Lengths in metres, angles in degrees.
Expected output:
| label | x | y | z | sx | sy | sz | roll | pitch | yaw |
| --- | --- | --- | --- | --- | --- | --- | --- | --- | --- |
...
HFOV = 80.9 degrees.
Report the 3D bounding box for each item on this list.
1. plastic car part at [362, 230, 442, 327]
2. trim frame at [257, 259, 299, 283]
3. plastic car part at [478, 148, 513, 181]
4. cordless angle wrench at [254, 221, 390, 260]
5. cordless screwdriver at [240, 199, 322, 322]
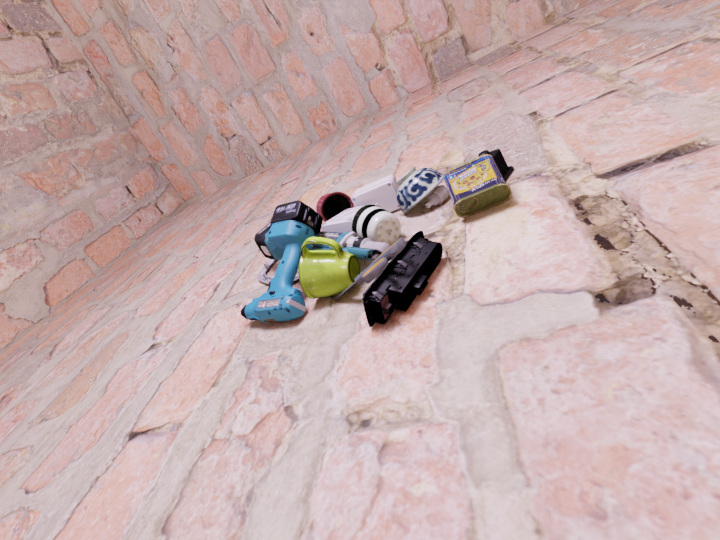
| label | x | y | z | sx | sy | sz | roll | pitch | yaw |
| --- | --- | --- | --- | --- | --- | --- | --- | --- | --- |
| plastic car part | 0.077 | 0.005 | 0.675 | 0.070 | 0.064 | 0.201 | 1 | 38 | 35 |
| trim frame | -0.162 | -0.026 | 1.044 | 0.182 | 0.027 | 0.260 | -40 | 24 | -24 |
| plastic car part | 0.262 | -0.210 | 0.872 | 0.069 | 0.068 | 0.115 | -1 | 39 | 47 |
| cordless angle wrench | -0.091 | -0.060 | 0.932 | 0.097 | 0.071 | 0.445 | -44 | 32 | -27 |
| cordless screwdriver | -0.167 | -0.014 | 0.870 | 0.165 | 0.070 | 0.253 | -12 | 58 | 37 |
